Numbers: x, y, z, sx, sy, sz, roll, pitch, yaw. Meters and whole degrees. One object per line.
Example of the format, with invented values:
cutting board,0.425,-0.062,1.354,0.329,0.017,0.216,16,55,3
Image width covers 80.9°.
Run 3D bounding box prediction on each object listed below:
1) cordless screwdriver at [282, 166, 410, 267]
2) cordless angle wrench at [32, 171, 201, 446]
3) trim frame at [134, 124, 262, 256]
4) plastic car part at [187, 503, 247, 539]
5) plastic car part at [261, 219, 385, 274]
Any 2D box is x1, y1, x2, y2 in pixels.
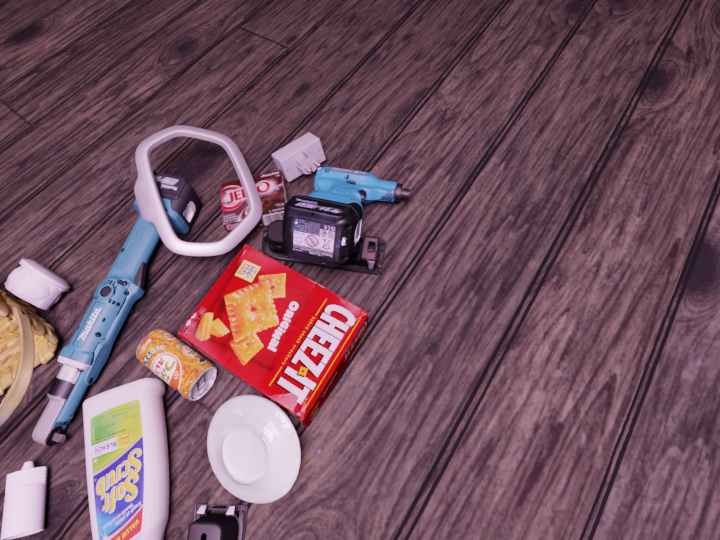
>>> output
cordless screwdriver,-0.014,-0.093,0.626,0.162,0.072,0.250,9,29,8
cordless angle wrench,-0.374,0.040,0.648,0.100,0.072,0.428,11,66,8
trim frame,-0.264,-0.134,0.681,0.179,0.027,0.255,-19,74,-22
plastic car part,-0.170,0.327,0.468,0.066,0.068,0.120,-3,59,3
plastic car part,-0.065,-0.043,0.667,0.207,0.065,0.067,7,70,12
